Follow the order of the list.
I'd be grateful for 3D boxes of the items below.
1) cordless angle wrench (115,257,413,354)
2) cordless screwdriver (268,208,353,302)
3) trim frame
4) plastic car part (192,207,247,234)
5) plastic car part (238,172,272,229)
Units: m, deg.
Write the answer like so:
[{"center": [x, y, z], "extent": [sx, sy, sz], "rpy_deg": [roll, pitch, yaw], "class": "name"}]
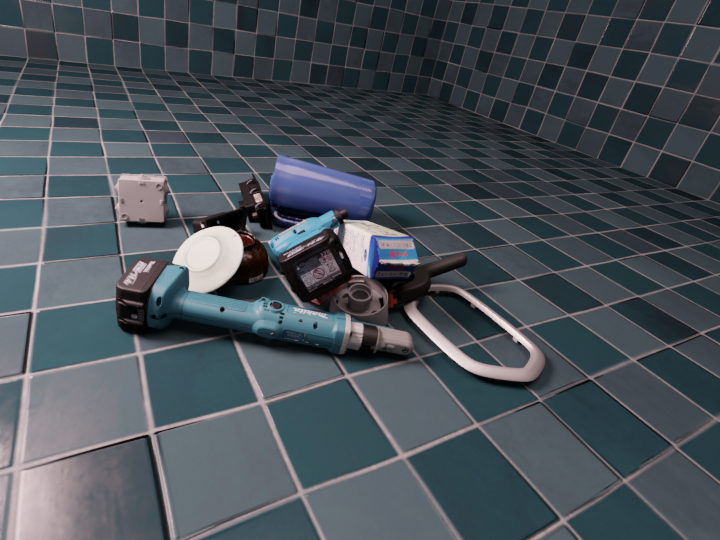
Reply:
[{"center": [-0.128, 0.070, 0.614], "extent": [0.421, 0.073, 0.100], "rpy_deg": [12, 30, -3], "class": "cordless angle wrench"}, {"center": [-0.069, -0.045, 0.707], "extent": [0.159, 0.072, 0.257], "rpy_deg": [-30, 21, -5], "class": "cordless screwdriver"}, {"center": [0.184, 0.095, 0.709], "extent": [0.177, 0.027, 0.263], "rpy_deg": [-12, 36, -32], "class": "trim frame"}, {"center": [-0.287, -0.089, 0.842], "extent": [0.074, 0.064, 0.115], "rpy_deg": [8, 24, 21], "class": "plastic car part"}, {"center": [-0.247, -0.160, 0.972], "extent": [0.067, 0.063, 0.212], "rpy_deg": [-21, 38, -4], "class": "plastic car part"}]
